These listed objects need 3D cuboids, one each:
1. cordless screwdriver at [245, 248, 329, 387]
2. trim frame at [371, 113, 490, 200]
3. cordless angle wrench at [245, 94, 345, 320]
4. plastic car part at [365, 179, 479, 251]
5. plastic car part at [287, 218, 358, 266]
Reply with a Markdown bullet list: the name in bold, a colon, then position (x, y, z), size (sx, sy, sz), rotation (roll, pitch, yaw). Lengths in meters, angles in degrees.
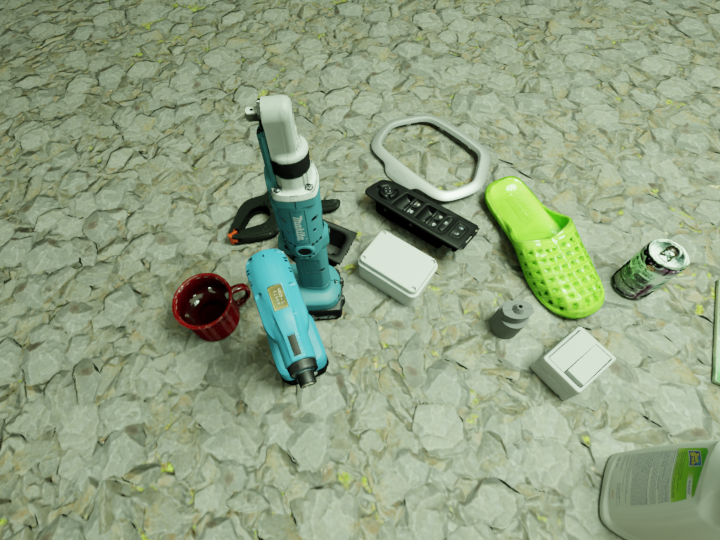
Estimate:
- **cordless screwdriver**: position (-0.084, 0.095, 0.549), size (0.073, 0.241, 0.166), rotation (-20, 63, -11)
- **trim frame**: position (0.137, -0.230, 0.840), size (0.182, 0.026, 0.259), rotation (-38, 64, -16)
- **cordless angle wrench**: position (-0.073, -0.045, 0.531), size (0.098, 0.410, 0.076), rotation (-3, 62, -2)
- **plastic car part**: position (0.100, -0.096, 0.745), size (0.211, 0.065, 0.066), rotation (36, 68, 22)
- **plastic car part**: position (-0.071, -0.047, 0.728), size (0.120, 0.069, 0.066), rotation (24, 64, 16)
